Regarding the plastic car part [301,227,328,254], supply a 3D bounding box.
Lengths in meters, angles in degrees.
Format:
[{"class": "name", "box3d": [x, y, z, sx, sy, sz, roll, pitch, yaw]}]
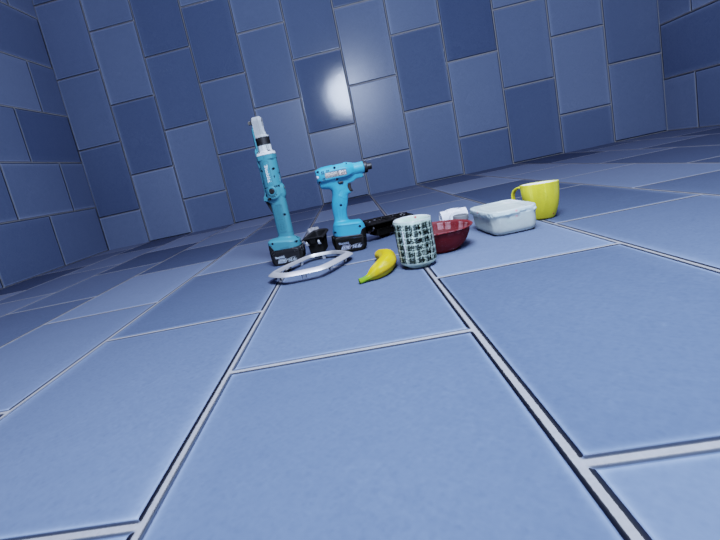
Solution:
[{"class": "plastic car part", "box3d": [-0.121, -0.079, 1.237, 0.067, 0.070, 0.116, -9, 13, 13]}]

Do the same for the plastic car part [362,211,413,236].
[{"class": "plastic car part", "box3d": [0.087, -0.142, 1.310, 0.197, 0.066, 0.069, -22, 15, -33]}]

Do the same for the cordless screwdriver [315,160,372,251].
[{"class": "cordless screwdriver", "box3d": [-0.027, -0.182, 1.198, 0.159, 0.245, 0.075, -12, 10, -1]}]

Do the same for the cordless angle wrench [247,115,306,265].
[{"class": "cordless angle wrench", "box3d": [-0.247, -0.227, 1.210, 0.100, 0.417, 0.074, -10, 10, 12]}]

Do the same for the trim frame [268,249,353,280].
[{"class": "trim frame", "box3d": [-0.125, -0.015, 1.080, 0.192, 0.027, 0.243, -5, 16, 29]}]
